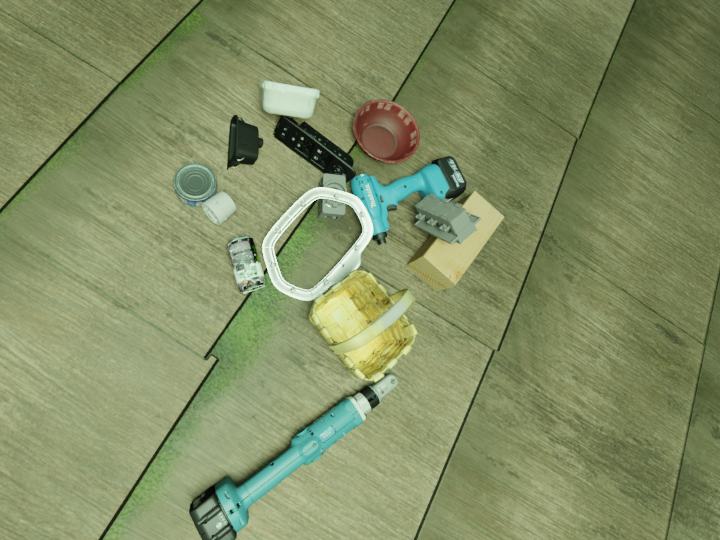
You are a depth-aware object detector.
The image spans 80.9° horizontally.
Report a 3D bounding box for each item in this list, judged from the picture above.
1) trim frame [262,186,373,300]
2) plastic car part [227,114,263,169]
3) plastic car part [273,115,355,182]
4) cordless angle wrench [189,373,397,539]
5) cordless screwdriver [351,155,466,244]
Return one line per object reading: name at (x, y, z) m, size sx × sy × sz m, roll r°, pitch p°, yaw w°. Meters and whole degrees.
trim frame at (-0.084, -0.055, 0.859) m, size 0.181 × 0.028 × 0.248 m, roll 44°, pitch 83°, yaw -10°
plastic car part at (-0.244, -0.274, 0.904) m, size 0.068 × 0.068 × 0.119 m, roll 11°, pitch 69°, yaw -29°
plastic car part at (-0.094, -0.269, 0.938) m, size 0.203 × 0.067 × 0.066 m, roll 39°, pitch 44°, yaw 0°
cordless angle wrench at (-0.094, 0.312, 0.755) m, size 0.415 × 0.098 × 0.075 m, roll -32°, pitch 84°, yaw -23°
cordless screwdriver at (0.113, -0.158, 0.947) m, size 0.244 × 0.074 × 0.162 m, roll -16°, pitch 80°, yaw -14°
